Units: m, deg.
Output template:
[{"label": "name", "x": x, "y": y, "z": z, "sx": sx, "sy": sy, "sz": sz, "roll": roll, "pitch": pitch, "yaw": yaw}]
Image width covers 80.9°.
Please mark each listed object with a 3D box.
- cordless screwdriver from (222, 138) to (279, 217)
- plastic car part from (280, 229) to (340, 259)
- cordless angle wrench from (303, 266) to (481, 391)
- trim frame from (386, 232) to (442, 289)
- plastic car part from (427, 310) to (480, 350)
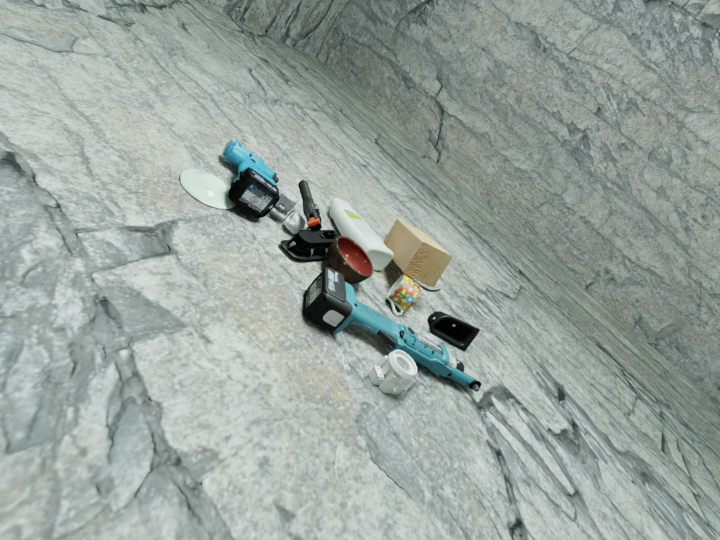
[{"label": "cordless screwdriver", "x": -0.240, "y": -0.211, "z": 0.992, "sx": 0.151, "sy": 0.075, "sz": 0.261, "roll": 32, "pitch": 18, "yaw": -35}, {"label": "plastic car part", "x": -0.093, "y": -0.061, "z": 0.954, "sx": 0.194, "sy": 0.068, "sz": 0.068, "roll": -12, "pitch": 62, "yaw": -54}, {"label": "cordless angle wrench", "x": 0.081, "y": 0.137, "z": 0.836, "sx": 0.409, "sy": 0.075, "sz": 0.101, "roll": 31, "pitch": 27, "yaw": -18}, {"label": "trim frame", "x": 0.159, "y": -0.033, "z": 1.257, "sx": 0.176, "sy": 0.027, "sz": 0.259, "roll": 21, "pitch": 32, "yaw": -28}, {"label": "plastic car part", "x": 0.214, "y": 0.132, "z": 1.026, "sx": 0.114, "sy": 0.066, "sz": 0.073, "roll": 28, "pitch": 13, "yaw": -13}]
